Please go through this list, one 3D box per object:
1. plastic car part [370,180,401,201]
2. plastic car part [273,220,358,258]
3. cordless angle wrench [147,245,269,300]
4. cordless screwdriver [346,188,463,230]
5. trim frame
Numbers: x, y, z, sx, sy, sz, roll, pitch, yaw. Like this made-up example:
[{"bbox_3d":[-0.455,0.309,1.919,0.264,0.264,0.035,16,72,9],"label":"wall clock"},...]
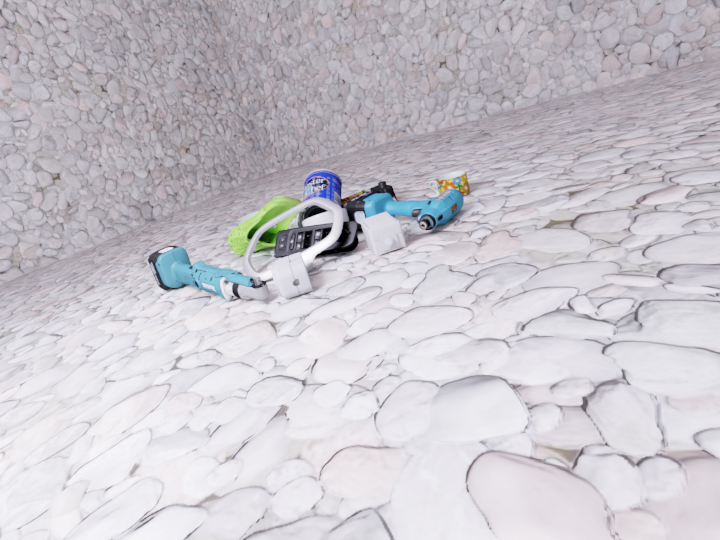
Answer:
[{"bbox_3d":[0.064,-0.208,1.153,0.065,0.069,0.121,-23,16,-15],"label":"plastic car part"},{"bbox_3d":[-0.088,-0.057,0.898,0.211,0.063,0.067,-8,57,33],"label":"plastic car part"},{"bbox_3d":[-0.321,0.015,0.884,0.446,0.095,0.072,9,30,44],"label":"cordless angle wrench"},{"bbox_3d":[0.080,-0.125,0.919,0.261,0.072,0.156,3,28,38],"label":"cordless screwdriver"},{"bbox_3d":[-0.144,-0.065,0.885,0.251,0.026,0.192,-27,45,10],"label":"trim frame"}]
